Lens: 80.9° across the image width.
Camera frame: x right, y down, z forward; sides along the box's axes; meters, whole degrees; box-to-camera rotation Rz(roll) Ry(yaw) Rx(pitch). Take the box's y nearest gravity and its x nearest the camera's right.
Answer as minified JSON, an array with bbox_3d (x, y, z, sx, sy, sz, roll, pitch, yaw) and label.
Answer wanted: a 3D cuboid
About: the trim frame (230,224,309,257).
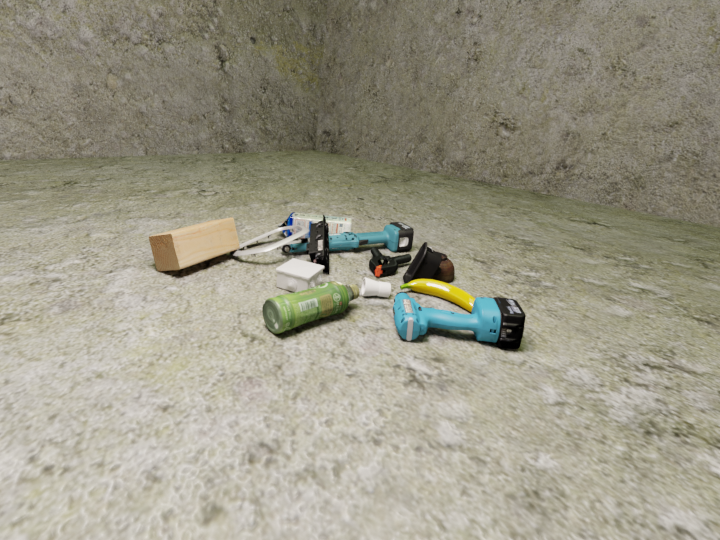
[{"bbox_3d":[-0.256,-0.085,1.207,0.194,0.027,0.242,5,29,41],"label":"trim frame"}]

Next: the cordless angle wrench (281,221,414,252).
[{"bbox_3d":[-0.040,-0.089,1.281,0.410,0.073,0.103,-7,24,-22],"label":"cordless angle wrench"}]

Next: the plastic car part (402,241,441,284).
[{"bbox_3d":[0.166,-0.005,1.072,0.070,0.116,0.067,28,18,-9],"label":"plastic car part"}]

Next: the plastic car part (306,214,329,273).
[{"bbox_3d":[-0.114,-0.074,1.164,0.068,0.063,0.209,-14,40,13],"label":"plastic car part"}]

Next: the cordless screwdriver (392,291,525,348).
[{"bbox_3d":[0.192,0.090,0.875,0.250,0.073,0.161,2,21,2],"label":"cordless screwdriver"}]
